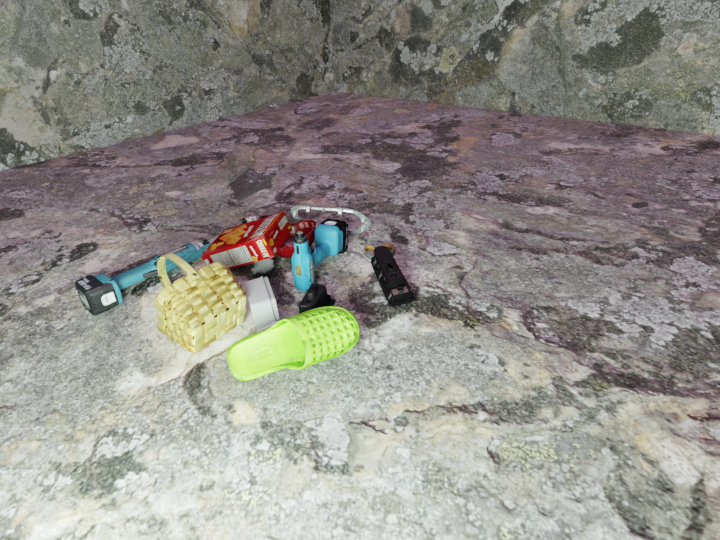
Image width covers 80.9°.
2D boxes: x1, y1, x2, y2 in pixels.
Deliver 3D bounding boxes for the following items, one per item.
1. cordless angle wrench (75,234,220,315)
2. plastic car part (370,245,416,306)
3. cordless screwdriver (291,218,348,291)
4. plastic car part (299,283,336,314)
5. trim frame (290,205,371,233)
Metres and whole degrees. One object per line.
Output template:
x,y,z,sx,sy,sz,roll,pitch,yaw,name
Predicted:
-0.556,-0.014,1.181,0.103,0.072,0.412,21,38,34,cordless angle wrench
0.071,0.002,1.062,0.066,0.064,0.212,-21,35,-1,plastic car part
-0.110,-0.072,1.128,0.077,0.154,0.247,9,32,19,cordless screwdriver
-0.109,0.073,0.978,0.068,0.069,0.116,6,30,18,plastic car part
-0.092,-0.150,1.258,0.256,0.176,0.028,9,70,17,trim frame
